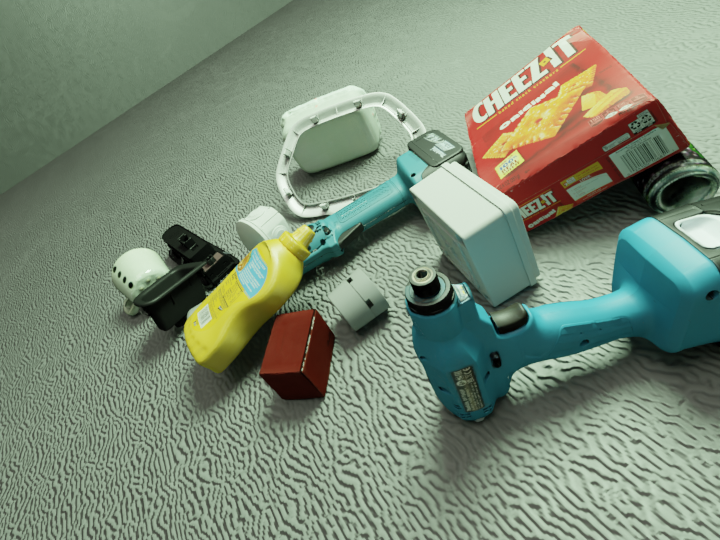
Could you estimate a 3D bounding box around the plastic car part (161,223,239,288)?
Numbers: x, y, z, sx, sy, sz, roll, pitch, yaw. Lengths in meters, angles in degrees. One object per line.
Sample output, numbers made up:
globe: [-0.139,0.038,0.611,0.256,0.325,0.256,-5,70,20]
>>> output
plastic car part: [-0.291,-0.035,0.725,0.215,0.063,0.066,21,68,48]

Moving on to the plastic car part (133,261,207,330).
plastic car part: [-0.270,0.044,0.617,0.068,0.068,0.116,-9,28,26]

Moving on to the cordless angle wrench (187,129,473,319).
cordless angle wrench: [-0.055,-0.036,0.566,0.425,0.070,0.103,-31,39,5]

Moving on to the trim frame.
trim frame: [-0.023,-0.173,0.651,0.255,0.026,0.186,-12,82,19]

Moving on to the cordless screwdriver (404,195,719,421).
cordless screwdriver: [0.158,0.019,0.300,0.251,0.151,0.077,-21,39,9]
